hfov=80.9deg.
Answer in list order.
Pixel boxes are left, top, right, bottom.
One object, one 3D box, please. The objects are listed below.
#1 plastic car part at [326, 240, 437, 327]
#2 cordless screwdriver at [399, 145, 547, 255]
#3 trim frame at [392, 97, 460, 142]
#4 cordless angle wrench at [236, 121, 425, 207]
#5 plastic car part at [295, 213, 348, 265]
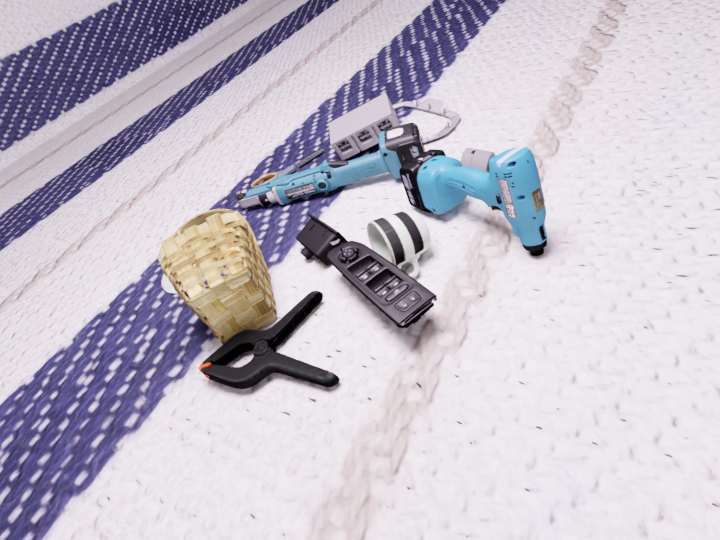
[{"bbox_3d":[0.026,0.018,0.629,0.066,0.063,0.215,-41,47,-9],"label":"plastic car part"},{"bbox_3d":[0.176,-0.114,0.668,0.073,0.153,0.261,-33,27,-17],"label":"cordless screwdriver"},{"bbox_3d":[0.115,-0.356,1.006,0.182,0.026,0.263,-36,41,-14],"label":"trim frame"},{"bbox_3d":[-0.078,-0.197,0.896,0.434,0.093,0.076,-12,42,20],"label":"cordless angle wrench"},{"bbox_3d":[-0.074,-0.049,0.760,0.071,0.062,0.123,-49,42,-8],"label":"plastic car part"}]
